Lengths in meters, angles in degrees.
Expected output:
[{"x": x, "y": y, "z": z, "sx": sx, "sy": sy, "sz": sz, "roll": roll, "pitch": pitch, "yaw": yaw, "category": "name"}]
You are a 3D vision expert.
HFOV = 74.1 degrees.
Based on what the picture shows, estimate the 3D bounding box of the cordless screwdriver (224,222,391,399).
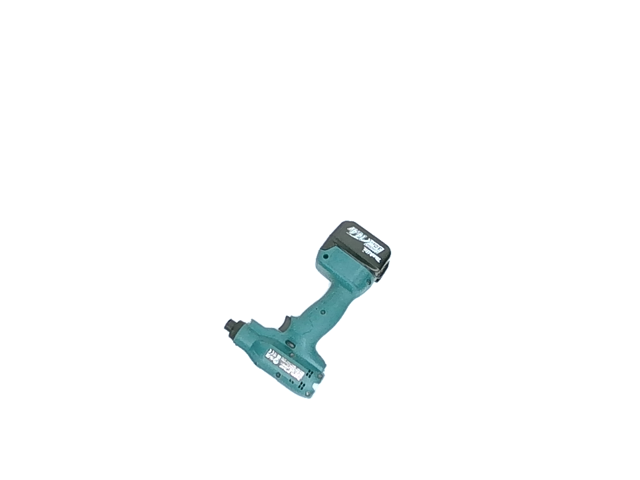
[{"x": -0.015, "y": 0.085, "z": 0.627, "sx": 0.159, "sy": 0.248, "sz": 0.074, "roll": 32, "pitch": -13, "yaw": 11, "category": "cordless screwdriver"}]
